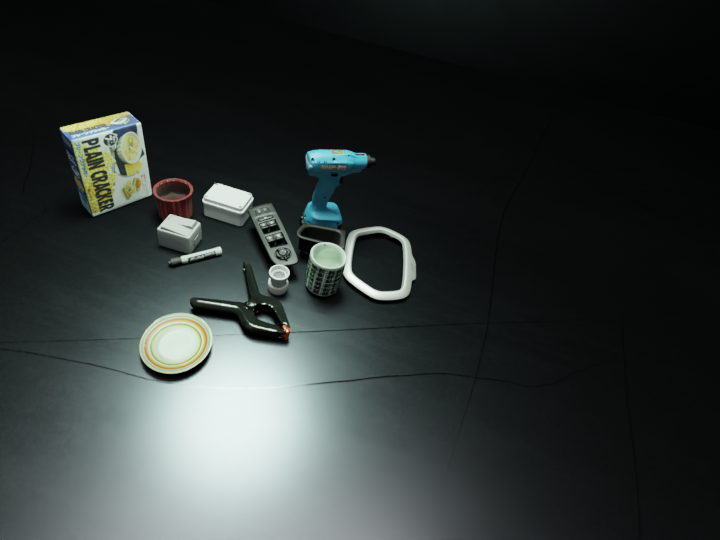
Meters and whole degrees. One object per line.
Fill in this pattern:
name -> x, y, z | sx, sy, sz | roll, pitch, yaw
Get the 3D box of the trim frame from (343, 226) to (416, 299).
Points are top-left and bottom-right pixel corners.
trim frame -> 0.049, -0.023, 1.040 | 0.184, 0.027, 0.254 | 10, 44, -2

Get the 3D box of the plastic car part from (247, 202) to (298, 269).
plastic car part -> -0.210, -0.072, 1.011 | 0.064, 0.066, 0.213 | -13, 49, -26

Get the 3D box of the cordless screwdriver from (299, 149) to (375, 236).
cordless screwdriver -> -0.063, -0.179, 1.021 | 0.155, 0.244, 0.078 | -2, 47, -17

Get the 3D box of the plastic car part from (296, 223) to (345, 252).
plastic car part -> -0.100, -0.065, 1.023 | 0.116, 0.069, 0.068 | 10, 44, -3
